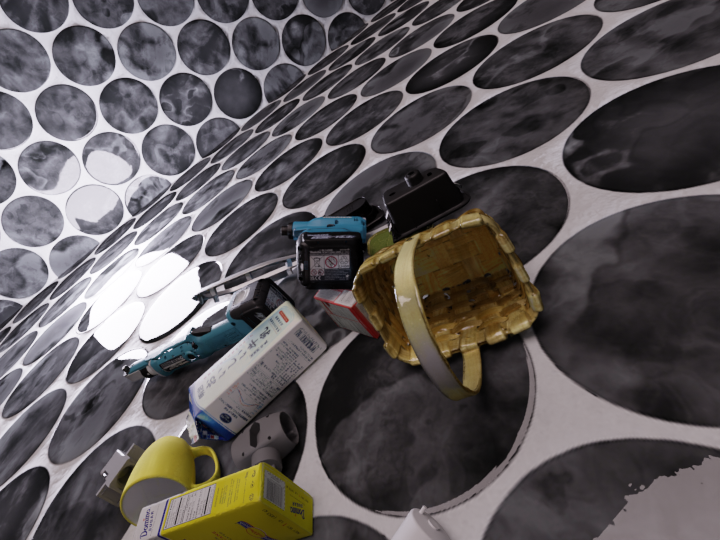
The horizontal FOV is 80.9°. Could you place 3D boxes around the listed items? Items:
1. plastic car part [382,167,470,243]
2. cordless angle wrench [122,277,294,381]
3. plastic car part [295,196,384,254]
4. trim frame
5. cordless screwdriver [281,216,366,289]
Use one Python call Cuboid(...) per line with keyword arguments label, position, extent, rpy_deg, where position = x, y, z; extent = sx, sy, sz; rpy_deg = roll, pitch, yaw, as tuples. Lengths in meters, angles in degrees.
Cuboid(label="plastic car part", position=(0.078, -0.101, 0.573), extent=(0.118, 0.068, 0.068), rpy_deg=(-29, 32, 19))
Cuboid(label="cordless angle wrench", position=(-0.310, 0.140, 0.798), extent=(0.433, 0.093, 0.076), rpy_deg=(-26, 32, 26))
Cuboid(label="plastic car part", position=(-0.051, -0.086, 0.844), extent=(0.206, 0.064, 0.068), rpy_deg=(-26, 25, 14))
Cuboid(label="trim frame", position=(-0.200, 0.018, 0.788), extent=(0.253, 0.028, 0.179), rpy_deg=(-23, -3, 16))
Cuboid(label="cordless screwdriver", position=(-0.068, -0.044, 0.693), extent=(0.160, 0.073, 0.252), rpy_deg=(-1, 17, 1))
